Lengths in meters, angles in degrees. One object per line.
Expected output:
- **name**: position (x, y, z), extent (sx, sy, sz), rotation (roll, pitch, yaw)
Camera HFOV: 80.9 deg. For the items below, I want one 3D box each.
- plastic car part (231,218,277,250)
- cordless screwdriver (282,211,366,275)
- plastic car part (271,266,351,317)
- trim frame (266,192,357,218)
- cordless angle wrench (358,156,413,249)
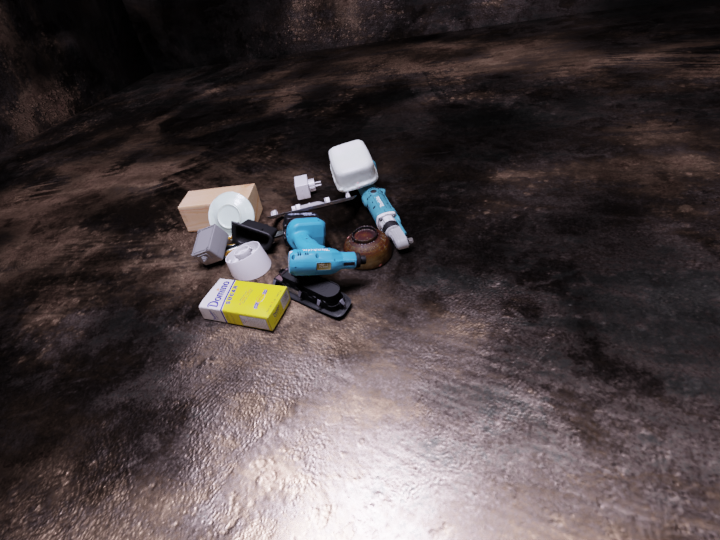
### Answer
- **plastic car part**: position (-0.261, -0.096, 1.074), extent (0.119, 0.064, 0.071), rotation (14, 36, 13)
- **cordless screwdriver**: position (-0.093, -0.061, 0.947), extent (0.156, 0.073, 0.259), rotation (-3, 25, -13)
- **plastic car part**: position (-0.105, 0.033, 0.889), extent (0.214, 0.065, 0.065), rotation (24, 45, 34)
- **trim frame**: position (-0.130, -0.173, 1.122), extent (0.248, 0.027, 0.187), rotation (-16, 9, -3)
- **cordless angle wrench**: position (0.039, -0.187, 1.108), extent (0.097, 0.071, 0.443), rotation (-17, 41, -5)
